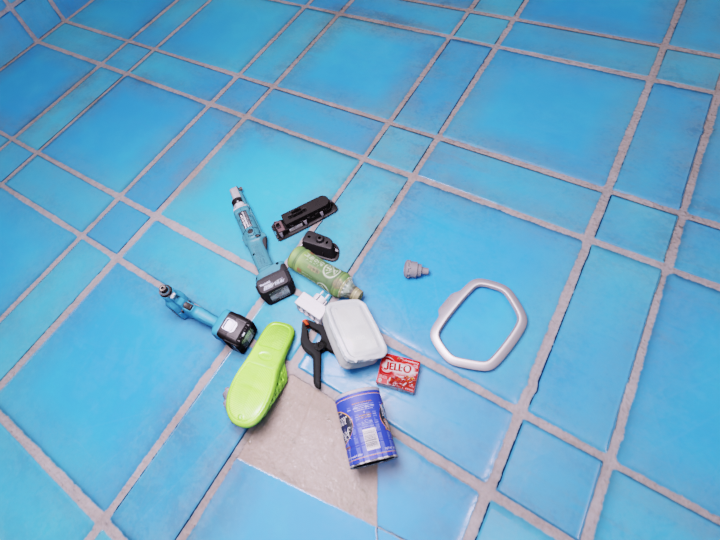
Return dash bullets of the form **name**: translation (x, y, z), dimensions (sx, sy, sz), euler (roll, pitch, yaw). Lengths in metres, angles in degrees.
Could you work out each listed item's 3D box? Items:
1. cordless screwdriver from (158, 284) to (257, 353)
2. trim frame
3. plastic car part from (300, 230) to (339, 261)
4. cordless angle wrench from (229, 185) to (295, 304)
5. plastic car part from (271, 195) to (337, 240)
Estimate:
- **cordless screwdriver**: translation (-0.390, 0.113, 1.065), dimensions (0.257, 0.153, 0.074), euler (22, 66, 17)
- **trim frame**: translation (0.281, 0.126, 1.015), dimensions (0.192, 0.026, 0.247), euler (35, 73, 24)
- **plastic car part**: translation (-0.115, -0.075, 1.175), dimensions (0.121, 0.068, 0.066), euler (18, 66, 21)
- **cordless angle wrench**: translation (-0.309, -0.098, 1.225), dimensions (0.097, 0.071, 0.443), euler (-26, 57, -7)
- **plastic car part**: translation (-0.167, -0.166, 1.244), dimensions (0.201, 0.064, 0.070), euler (-25, 54, -8)
